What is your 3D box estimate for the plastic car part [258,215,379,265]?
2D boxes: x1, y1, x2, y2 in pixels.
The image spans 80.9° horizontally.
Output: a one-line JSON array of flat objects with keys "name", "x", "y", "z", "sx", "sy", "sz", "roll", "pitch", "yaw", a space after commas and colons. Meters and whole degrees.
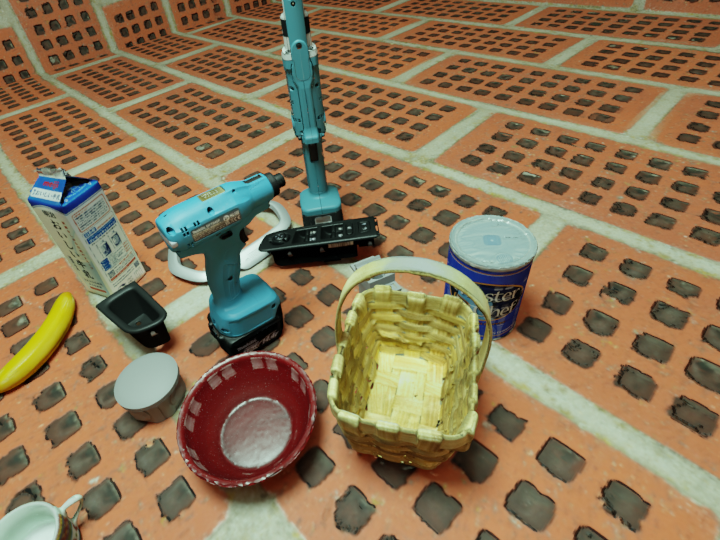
[{"name": "plastic car part", "x": -0.070, "y": -0.046, "z": 0.719, "sx": 0.204, "sy": 0.064, "sz": 0.068, "roll": -4, "pitch": 42, "yaw": 4}]

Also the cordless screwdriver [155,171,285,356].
[{"name": "cordless screwdriver", "x": -0.152, "y": -0.005, "z": 0.559, "sx": 0.156, "sy": 0.239, "sz": 0.079, "roll": -31, "pitch": 48, "yaw": -26}]

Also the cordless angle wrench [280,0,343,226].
[{"name": "cordless angle wrench", "x": -0.082, "y": -0.237, "z": 0.673, "sx": 0.074, "sy": 0.407, "sz": 0.102, "roll": -8, "pitch": 42, "yaw": -4}]

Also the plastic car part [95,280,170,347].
[{"name": "plastic car part", "x": -0.324, "y": 0.077, "z": 0.626, "sx": 0.123, "sy": 0.068, "sz": 0.065, "roll": 27, "pitch": 52, "yaw": 32}]

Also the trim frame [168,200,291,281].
[{"name": "trim frame", "x": -0.247, "y": -0.064, "z": 0.796, "sx": 0.194, "sy": 0.026, "sz": 0.244, "roll": 30, "pitch": 55, "yaw": 34}]
